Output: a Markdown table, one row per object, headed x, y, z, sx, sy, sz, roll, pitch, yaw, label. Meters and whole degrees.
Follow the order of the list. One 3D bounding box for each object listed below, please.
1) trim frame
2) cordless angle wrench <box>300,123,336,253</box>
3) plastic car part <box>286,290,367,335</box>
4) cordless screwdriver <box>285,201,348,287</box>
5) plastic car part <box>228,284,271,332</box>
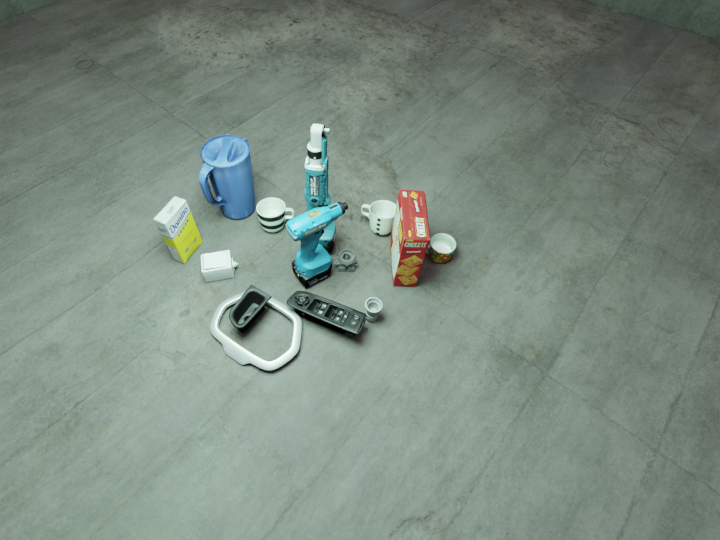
| x | y | z | sx | sy | sz | roll | pitch | yaw | label |
| --- | --- | --- | --- | --- | --- | --- | --- | --- | --- |
| -0.262 | 0.146 | 1.063 | 0.257 | 0.027 | 0.183 | 27 | 59 | 18 | trim frame |
| -0.109 | -0.194 | 1.071 | 0.099 | 0.411 | 0.076 | 10 | 55 | 2 | cordless angle wrench |
| -0.088 | 0.109 | 1.065 | 0.209 | 0.065 | 0.066 | 22 | 57 | 15 | plastic car part |
| -0.106 | -0.069 | 1.085 | 0.156 | 0.242 | 0.078 | -27 | 61 | -20 | cordless screwdriver |
| -0.282 | 0.107 | 1.065 | 0.068 | 0.069 | 0.116 | 26 | 58 | 15 | plastic car part |
